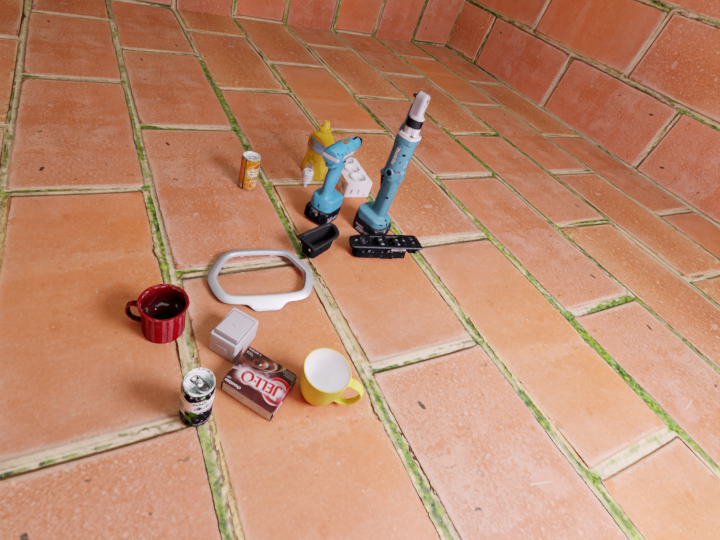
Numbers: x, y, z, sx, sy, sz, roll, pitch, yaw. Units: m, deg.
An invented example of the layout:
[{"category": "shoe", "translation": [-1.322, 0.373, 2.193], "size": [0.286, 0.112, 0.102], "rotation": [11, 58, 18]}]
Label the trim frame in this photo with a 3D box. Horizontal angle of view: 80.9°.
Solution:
[{"category": "trim frame", "translation": [-0.231, 0.016, 0.988], "size": [0.240, 0.027, 0.193], "rotation": [-2, 45, -22]}]

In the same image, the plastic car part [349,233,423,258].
[{"category": "plastic car part", "translation": [0.060, -0.064, 1.149], "size": [0.197, 0.066, 0.069], "rotation": [4, 43, -17]}]

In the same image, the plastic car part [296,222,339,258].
[{"category": "plastic car part", "translation": [-0.107, -0.070, 1.094], "size": [0.069, 0.070, 0.113], "rotation": [41, 45, 22]}]

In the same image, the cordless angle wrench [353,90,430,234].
[{"category": "cordless angle wrench", "translation": [0.088, -0.261, 1.109], "size": [0.072, 0.417, 0.102], "rotation": [-25, 59, -41]}]

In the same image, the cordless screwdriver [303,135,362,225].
[{"category": "cordless screwdriver", "translation": [-0.069, -0.253, 1.175], "size": [0.076, 0.245, 0.157], "rotation": [33, 42, 11]}]
